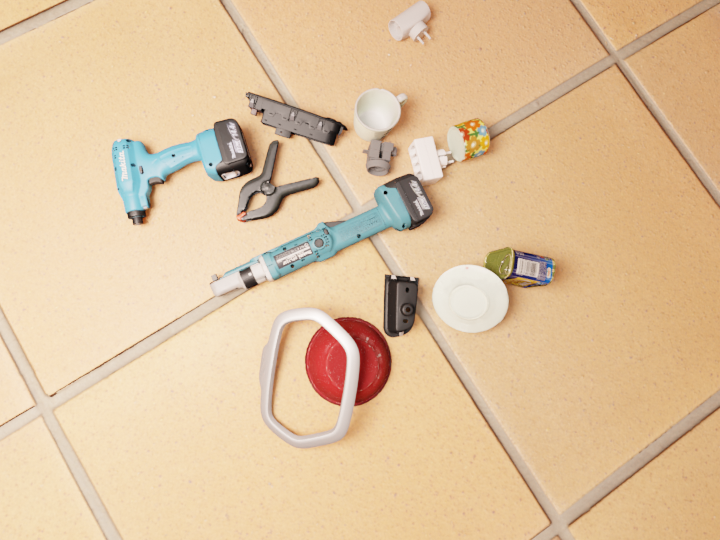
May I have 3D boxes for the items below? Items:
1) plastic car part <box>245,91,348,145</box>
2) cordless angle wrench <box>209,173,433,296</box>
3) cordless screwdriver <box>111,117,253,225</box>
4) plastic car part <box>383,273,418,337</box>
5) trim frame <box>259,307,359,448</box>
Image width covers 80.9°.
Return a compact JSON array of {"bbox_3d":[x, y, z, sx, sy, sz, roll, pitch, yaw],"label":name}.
[{"bbox_3d":[-0.124,-0.286,0.813,0.202,0.066,0.067,14,92,-2],"label":"plastic car part"},{"bbox_3d":[-0.076,-0.050,0.778,0.421,0.074,0.099,-25,86,-5],"label":"cordless angle wrench"},{"bbox_3d":[-0.325,-0.182,0.780,0.248,0.074,0.161,-13,84,-2],"label":"cordless screwdriver"},{"bbox_3d":[0.078,0.064,0.768,0.066,0.071,0.118,6,79,-5],"label":"plastic car part"},{"bbox_3d":[-0.094,0.184,0.724,0.190,0.027,0.247,11,97,19],"label":"trim frame"}]
